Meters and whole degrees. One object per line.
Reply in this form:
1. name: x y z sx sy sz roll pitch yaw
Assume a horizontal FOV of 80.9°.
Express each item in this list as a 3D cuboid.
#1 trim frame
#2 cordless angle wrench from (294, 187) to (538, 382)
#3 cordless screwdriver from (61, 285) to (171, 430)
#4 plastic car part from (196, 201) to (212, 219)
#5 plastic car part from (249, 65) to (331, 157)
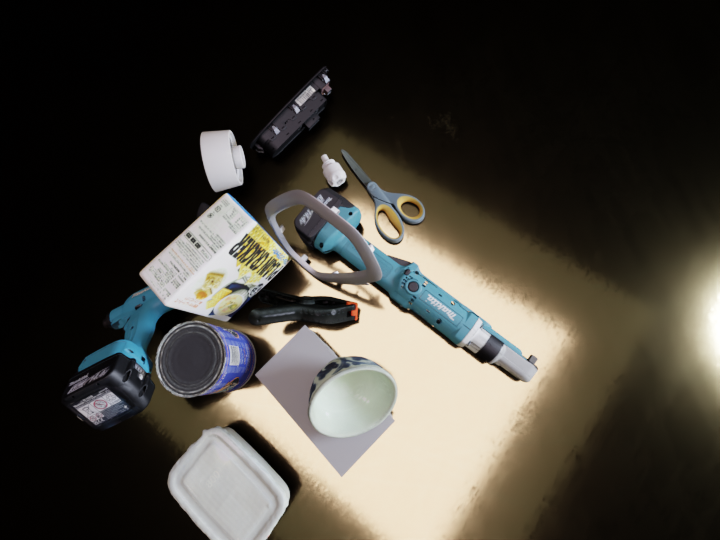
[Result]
1. trim frame: -0.061 -0.040 0.621 0.027 0.257 0.179 -45 107 -25
2. cordless angle wrench: 0.081 0.027 0.665 0.435 0.072 0.098 38 83 14
3. cordless screwdriver: -0.366 0.116 0.646 0.161 0.071 0.257 -25 32 9
4. plastic car part: -0.247 -0.079 0.745 0.119 0.069 0.066 34 80 12
5. plastic car part: -0.123 -0.285 0.794 0.202 0.068 0.066 -43 101 -6
